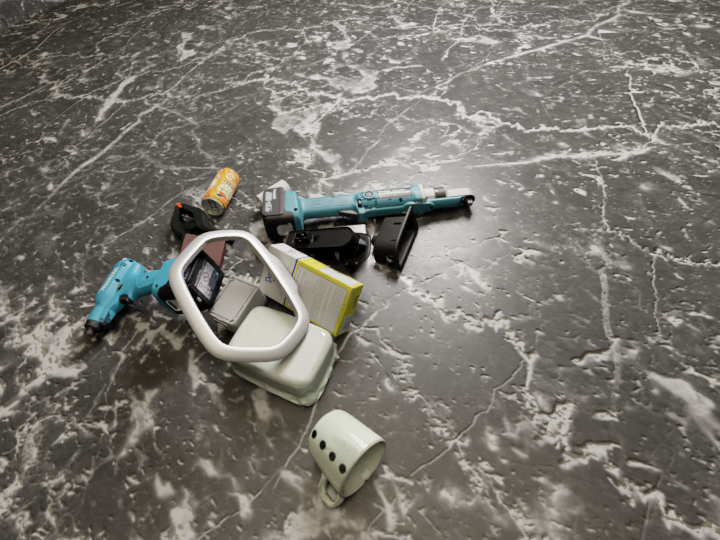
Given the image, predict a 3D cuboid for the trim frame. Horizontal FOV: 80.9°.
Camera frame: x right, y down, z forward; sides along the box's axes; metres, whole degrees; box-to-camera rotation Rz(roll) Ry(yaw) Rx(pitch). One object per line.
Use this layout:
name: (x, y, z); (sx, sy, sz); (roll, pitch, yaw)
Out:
trim frame: (-0.186, 0.033, 0.659); (0.179, 0.027, 0.258); (-26, 64, -31)

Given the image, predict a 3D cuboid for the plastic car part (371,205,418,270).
plastic car part: (0.058, -0.060, 0.801); (0.074, 0.063, 0.117); (8, 54, 32)

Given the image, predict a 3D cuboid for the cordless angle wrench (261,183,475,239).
cordless angle wrench: (0.016, -0.133, 0.858); (0.424, 0.071, 0.101); (-6, 50, 1)

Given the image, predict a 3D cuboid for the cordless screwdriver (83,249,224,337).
cordless screwdriver: (-0.371, 0.044, 0.742); (0.258, 0.070, 0.162); (-6, 49, 25)

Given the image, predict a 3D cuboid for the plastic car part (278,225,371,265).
plastic car part: (-0.074, -0.049, 0.761); (0.212, 0.063, 0.067); (1, 53, 32)
